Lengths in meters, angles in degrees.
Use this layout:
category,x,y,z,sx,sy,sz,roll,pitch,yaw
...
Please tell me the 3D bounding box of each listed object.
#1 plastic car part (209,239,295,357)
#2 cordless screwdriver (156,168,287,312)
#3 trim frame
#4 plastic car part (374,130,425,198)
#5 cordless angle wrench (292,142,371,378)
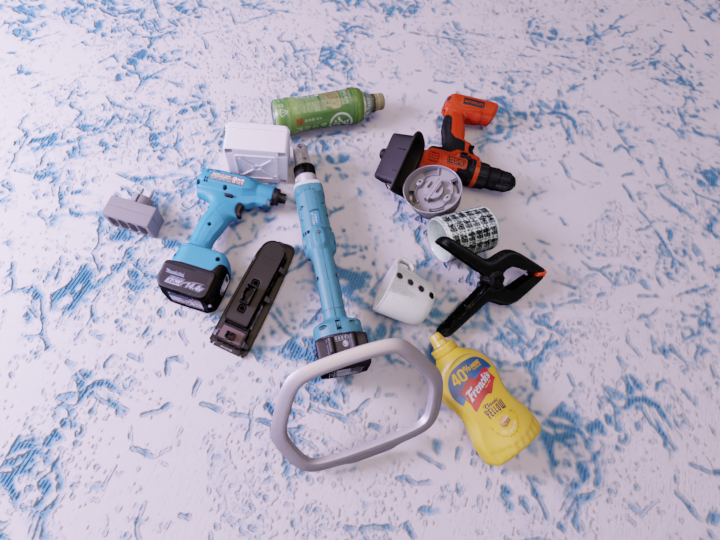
category,x,y,z,sx,sy,sz,roll,pitch,yaw
plastic car part,-0.171,0.030,0.679,0.068,0.065,0.204,19,64,9
cordless screwdriver,-0.225,-0.056,0.705,0.159,0.073,0.253,11,63,0
trim frame,-0.002,0.188,0.580,0.246,0.028,0.180,-18,106,-8
plastic car part,0.066,-0.201,0.779,0.075,0.063,0.116,22,93,32
cordless angle wrench,-0.069,-0.045,0.702,0.074,0.096,0.437,-10,65,-8
